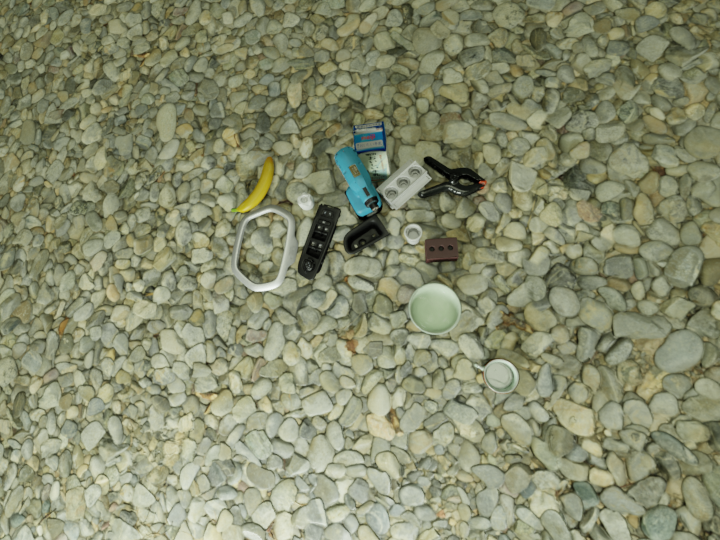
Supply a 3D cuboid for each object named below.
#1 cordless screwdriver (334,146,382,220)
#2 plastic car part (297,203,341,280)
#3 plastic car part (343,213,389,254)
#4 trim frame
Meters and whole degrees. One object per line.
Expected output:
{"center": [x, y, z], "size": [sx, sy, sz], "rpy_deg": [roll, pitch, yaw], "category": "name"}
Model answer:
{"center": [0.009, -0.184, 1.032], "size": [0.074, 0.241, 0.164], "rpy_deg": [-28, 76, 2], "category": "cordless screwdriver"}
{"center": [-0.110, -0.072, 1.124], "size": [0.068, 0.065, 0.203], "rpy_deg": [19, 81, 13], "category": "plastic car part"}
{"center": [0.010, -0.083, 1.098], "size": [0.117, 0.069, 0.068], "rpy_deg": [-32, 75, 3], "category": "plastic car part"}
{"center": [-0.266, -0.065, 1.177], "size": [0.189, 0.026, 0.250], "rpy_deg": [7, 78, 14], "category": "trim frame"}
